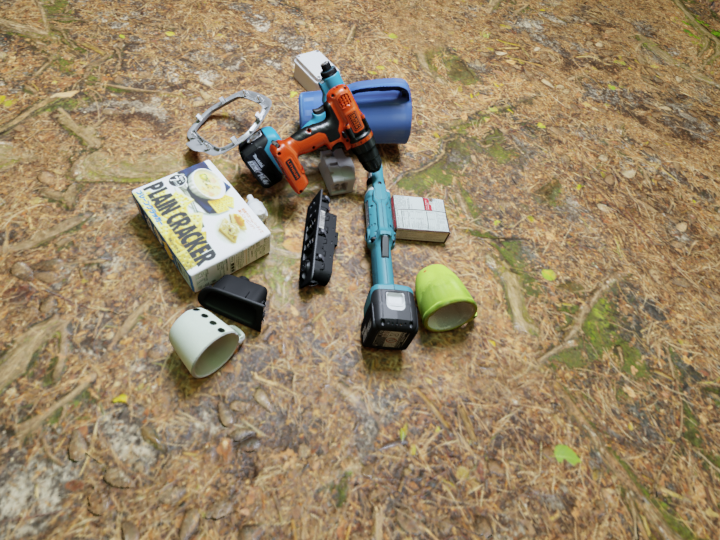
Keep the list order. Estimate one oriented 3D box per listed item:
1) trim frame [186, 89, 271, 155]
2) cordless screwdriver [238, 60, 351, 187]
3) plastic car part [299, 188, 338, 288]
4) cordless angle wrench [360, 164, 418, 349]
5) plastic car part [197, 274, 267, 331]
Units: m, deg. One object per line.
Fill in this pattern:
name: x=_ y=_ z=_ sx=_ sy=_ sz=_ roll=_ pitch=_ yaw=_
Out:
trim frame: x=-0.279 y=-0.309 z=0.872 sx=0.183 sy=0.026 sz=0.263 roll=-44 pitch=47 yaw=-6
cordless screwdriver: x=-0.124 y=-0.281 z=0.827 sx=0.249 sy=0.151 sz=0.078 roll=-30 pitch=37 yaw=-1
plastic car part: x=-0.077 y=-0.050 z=0.783 sx=0.064 sy=0.067 sz=0.208 roll=26 pitch=50 yaw=-25
cordless angle wrench: x=0.038 y=-0.063 z=0.794 sx=0.073 sy=0.096 sz=0.436 roll=5 pitch=52 yaw=-9
plastic car part: x=-0.202 y=0.040 z=0.704 sx=0.119 sy=0.065 sz=0.071 roll=22 pitch=41 yaw=9
